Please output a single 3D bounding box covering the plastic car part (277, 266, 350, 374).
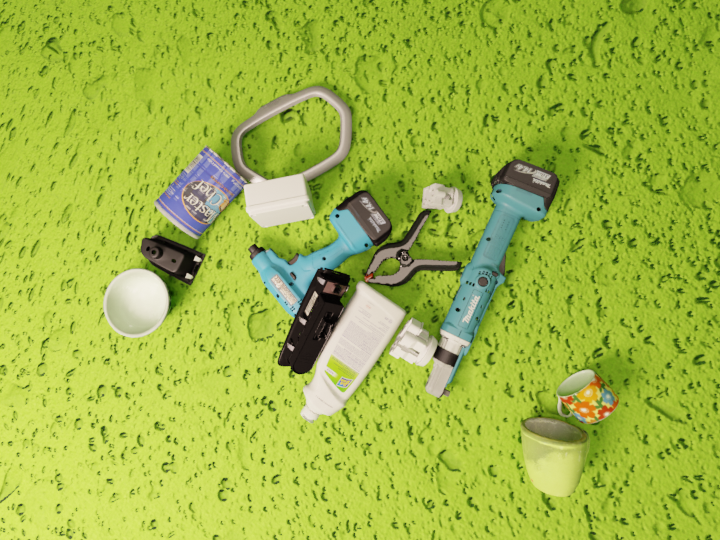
[{"bbox_3d":[-0.076,0.098,0.720,0.202,0.063,0.071,-60,40,19],"label":"plastic car part"}]

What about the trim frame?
[{"bbox_3d":[-0.132,-0.255,0.817,0.249,0.027,0.187,-29,82,3],"label":"trim frame"}]

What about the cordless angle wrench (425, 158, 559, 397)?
[{"bbox_3d":[0.208,0.019,0.730,0.099,0.073,0.423,24,88,6],"label":"cordless angle wrench"}]

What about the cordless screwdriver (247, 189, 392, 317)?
[{"bbox_3d":[-0.075,-0.049,0.763,0.249,0.073,0.162,-41,82,3],"label":"cordless screwdriver"}]

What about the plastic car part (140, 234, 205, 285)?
[{"bbox_3d":[-0.362,-0.027,0.786,0.117,0.070,0.066,24,85,3],"label":"plastic car part"}]
